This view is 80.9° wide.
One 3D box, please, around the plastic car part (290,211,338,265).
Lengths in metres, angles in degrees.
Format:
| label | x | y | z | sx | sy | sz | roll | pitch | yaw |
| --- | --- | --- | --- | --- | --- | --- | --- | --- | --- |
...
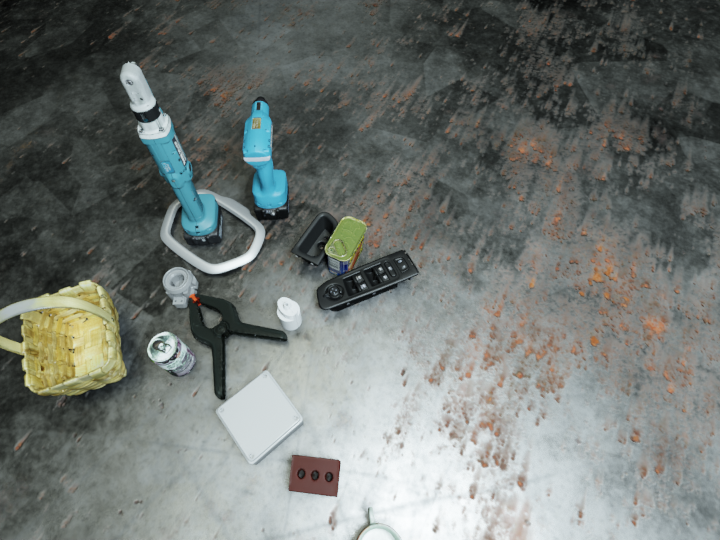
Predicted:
| label | x | y | z | sx | sy | sz | roll | pitch | yaw |
| --- | --- | --- | --- | --- | --- | --- | --- | --- | --- |
| plastic car part | -0.087 | -0.057 | 0.888 | 0.068 | 0.069 | 0.116 | 25 | 64 | 13 |

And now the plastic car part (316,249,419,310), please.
| label | x | y | z | sx | sy | sz | roll | pitch | yaw |
| --- | --- | --- | --- | --- | --- | --- | --- | --- | --- |
| plastic car part | 0.008 | 0.027 | 0.838 | 0.201 | 0.065 | 0.069 | -20 | 63 | -9 |

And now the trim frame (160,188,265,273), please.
| label | x | y | z | sx | sy | sz | roll | pitch | yaw |
| --- | --- | --- | --- | --- | --- | --- | --- | --- | --- |
| trim frame | -0.330 | -0.092 | 0.942 | 0.257 | 0.027 | 0.183 | 30 | 66 | 18 |

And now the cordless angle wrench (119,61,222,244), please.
| label | x | y | z | sx | sy | sz | roll | pitch | yaw |
| --- | --- | --- | --- | --- | --- | --- | --- | --- | --- |
| cordless angle wrench | -0.339 | -0.187 | 0.776 | 0.074 | 0.411 | 0.101 | -4 | 62 | -5 |

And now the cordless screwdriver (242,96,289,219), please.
| label | x | y | z | sx | sy | sz | roll | pitch | yaw |
| --- | --- | --- | --- | --- | --- | --- | --- | --- | --- |
| cordless screwdriver | -0.198 | -0.226 | 0.890 | 0.074 | 0.242 | 0.164 | -2 | 62 | -4 |
